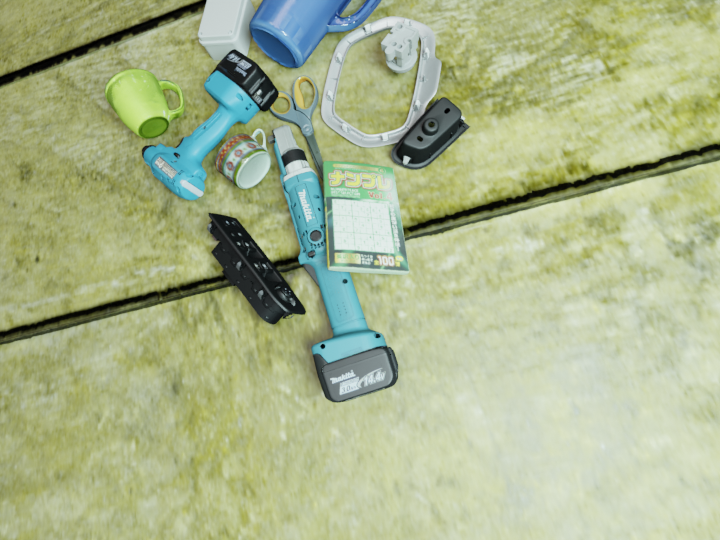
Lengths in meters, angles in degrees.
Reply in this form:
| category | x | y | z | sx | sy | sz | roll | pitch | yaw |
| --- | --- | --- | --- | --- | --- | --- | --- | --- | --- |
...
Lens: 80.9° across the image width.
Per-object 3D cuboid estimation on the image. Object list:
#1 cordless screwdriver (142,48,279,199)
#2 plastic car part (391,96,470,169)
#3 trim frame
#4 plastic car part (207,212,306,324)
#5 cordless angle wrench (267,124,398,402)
| category | x | y | z | sx | sy | sz | roll | pitch | yaw |
| --- | --- | --- | --- | --- | --- | --- | --- | --- | --- |
| cordless screwdriver | -0.264 | -0.251 | 0.714 | 0.167 | 0.071 | 0.248 | 37 | 89 | 29 |
| plastic car part | 0.101 | -0.200 | 0.606 | 0.067 | 0.070 | 0.116 | 44 | 85 | 6 |
| trim frame | 0.033 | -0.312 | 0.684 | 0.189 | 0.026 | 0.251 | 9 | 74 | 15 |
| plastic car part | -0.163 | 0.002 | 0.620 | 0.211 | 0.064 | 0.067 | 44 | 97 | 21 |
| cordless angle wrench | -0.059 | -0.039 | 0.602 | 0.099 | 0.071 | 0.436 | -21 | 69 | 5 |
